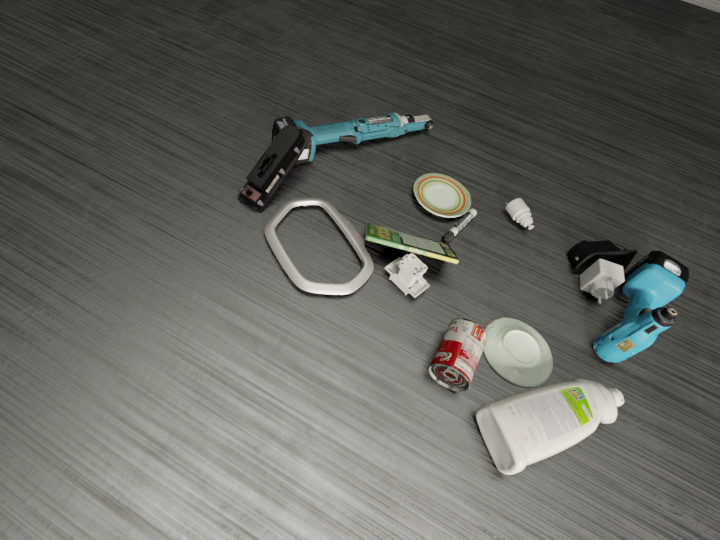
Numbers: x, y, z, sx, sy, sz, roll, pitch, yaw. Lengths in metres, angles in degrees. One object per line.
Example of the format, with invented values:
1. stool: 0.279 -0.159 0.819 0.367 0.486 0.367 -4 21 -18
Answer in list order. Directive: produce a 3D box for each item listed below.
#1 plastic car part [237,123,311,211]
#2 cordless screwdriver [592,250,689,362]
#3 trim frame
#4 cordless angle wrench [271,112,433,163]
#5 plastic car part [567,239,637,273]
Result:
1. plastic car part: -0.180 -0.224 0.873 0.069 0.065 0.203 33 81 17
2. cordless screwdriver: 0.532 0.053 0.774 0.077 0.157 0.245 40 56 14
3. trim frame: -0.082 -0.054 0.837 0.180 0.027 0.260 -25 60 -22
4. cordless angle wrench: -0.004 -0.339 1.026 0.412 0.073 0.102 -16 60 -22
5. plastic car part: 0.498 -0.035 0.896 0.115 0.064 0.073 0 41 -6
